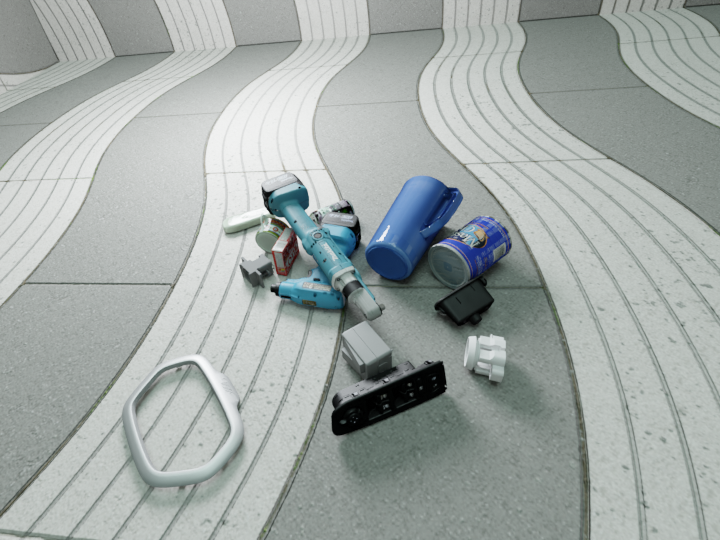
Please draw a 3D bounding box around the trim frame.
[{"bbox_3d":[-0.297,0.242,0.710,0.181,0.026,0.263,-31,45,-22],"label":"trim frame"}]

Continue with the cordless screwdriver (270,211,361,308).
[{"bbox_3d":[-0.090,-0.026,0.940,0.163,0.071,0.252,5,47,14],"label":"cordless screwdriver"}]

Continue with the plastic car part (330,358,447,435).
[{"bbox_3d":[0.037,0.195,0.683,0.199,0.064,0.071,-23,34,-16],"label":"plastic car part"}]

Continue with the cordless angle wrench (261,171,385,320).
[{"bbox_3d":[-0.086,-0.056,0.882,0.096,0.072,0.446,-25,52,-18],"label":"cordless angle wrench"}]

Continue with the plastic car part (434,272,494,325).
[{"bbox_3d":[0.205,0.067,0.805,0.114,0.064,0.074,-30,61,-20],"label":"plastic car part"}]
